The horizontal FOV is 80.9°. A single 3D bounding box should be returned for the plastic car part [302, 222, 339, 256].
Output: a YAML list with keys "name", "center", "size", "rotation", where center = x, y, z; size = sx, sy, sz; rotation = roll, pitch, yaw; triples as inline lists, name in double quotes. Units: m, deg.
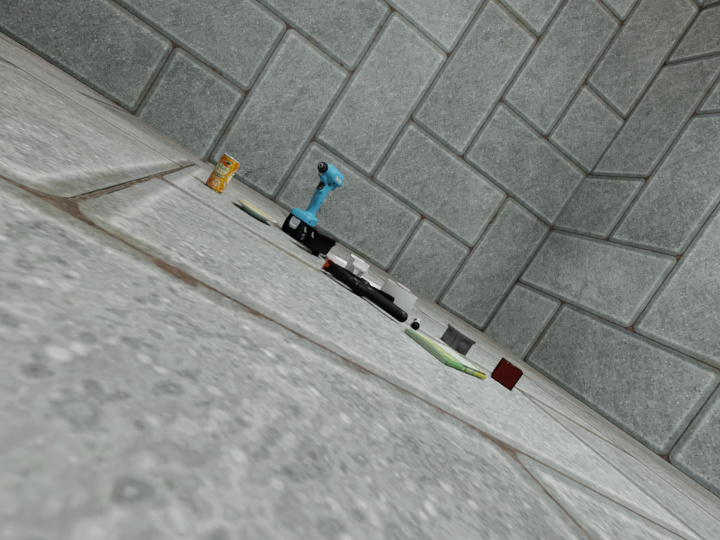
- name: "plastic car part"
  center: [-0.114, -0.075, 1.169]
  size: [0.070, 0.071, 0.110]
  rotation: [36, 5, 42]

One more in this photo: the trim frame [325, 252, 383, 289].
- name: "trim frame"
  center: [-0.014, 0.009, 1.247]
  size: [0.263, 0.027, 0.174]
  rotation: [35, 4, 35]

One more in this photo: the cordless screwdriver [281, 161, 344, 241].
- name: "cordless screwdriver"
  center: [-0.147, -0.210, 1.282]
  size: [0.077, 0.248, 0.154]
  rotation: [34, 4, 16]
